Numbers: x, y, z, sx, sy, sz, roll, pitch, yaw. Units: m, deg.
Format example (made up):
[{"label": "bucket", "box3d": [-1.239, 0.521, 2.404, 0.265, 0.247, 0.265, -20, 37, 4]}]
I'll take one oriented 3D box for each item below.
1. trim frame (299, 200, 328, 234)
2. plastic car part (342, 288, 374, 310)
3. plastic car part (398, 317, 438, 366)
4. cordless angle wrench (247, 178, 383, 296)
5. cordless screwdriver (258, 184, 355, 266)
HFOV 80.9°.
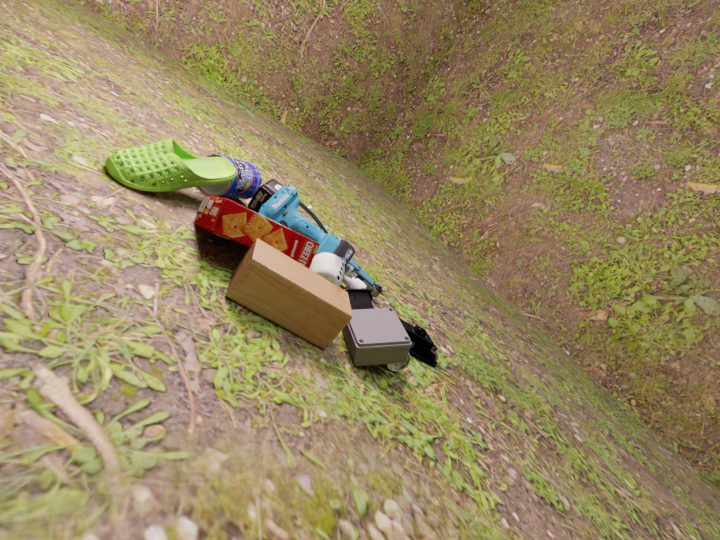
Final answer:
[{"label": "trim frame", "box3d": [-0.156, -0.157, 1.243, 0.261, 0.027, 0.176, 41, -16, 29]}, {"label": "plastic car part", "box3d": [-0.010, 0.083, 0.961, 0.111, 0.067, 0.073, 4, 51, -55]}, {"label": "plastic car part", "box3d": [0.112, 0.156, 0.999, 0.196, 0.067, 0.068, 27, 26, -20]}, {"label": "cordless angle wrench", "box3d": [-0.111, -0.072, 1.131, 0.422, 0.099, 0.074, 41, 31, -1]}, {"label": "cordless screwdriver", "box3d": [-0.145, -0.075, 1.030, 0.246, 0.158, 0.075, 44, -26, -5]}]
